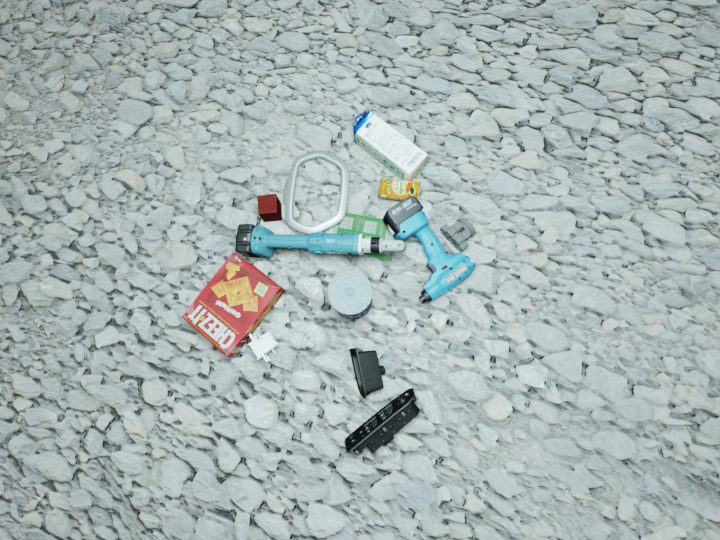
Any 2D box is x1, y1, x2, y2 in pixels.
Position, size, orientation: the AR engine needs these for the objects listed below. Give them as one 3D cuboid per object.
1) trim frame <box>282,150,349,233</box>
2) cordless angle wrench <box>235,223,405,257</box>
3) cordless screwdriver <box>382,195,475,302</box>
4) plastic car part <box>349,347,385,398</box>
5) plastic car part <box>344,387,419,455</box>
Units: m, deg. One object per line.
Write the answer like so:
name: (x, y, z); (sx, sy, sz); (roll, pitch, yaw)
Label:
trim frame: (-0.123, -0.216, 1.152); (0.187, 0.027, 0.252); (1, 75, 10)
cordless angle wrench: (-0.103, -0.067, 1.054); (0.434, 0.094, 0.075); (3, 80, 15)
cordless screwdriver: (0.147, -0.052, 1.054); (0.159, 0.073, 0.252); (-38, 83, -4)
plastic car part: (0.022, 0.237, 1.012); (0.070, 0.066, 0.118); (-13, 78, -13)
plastic car part: (0.059, 0.356, 0.972); (0.202, 0.066, 0.068); (-42, 87, -5)
